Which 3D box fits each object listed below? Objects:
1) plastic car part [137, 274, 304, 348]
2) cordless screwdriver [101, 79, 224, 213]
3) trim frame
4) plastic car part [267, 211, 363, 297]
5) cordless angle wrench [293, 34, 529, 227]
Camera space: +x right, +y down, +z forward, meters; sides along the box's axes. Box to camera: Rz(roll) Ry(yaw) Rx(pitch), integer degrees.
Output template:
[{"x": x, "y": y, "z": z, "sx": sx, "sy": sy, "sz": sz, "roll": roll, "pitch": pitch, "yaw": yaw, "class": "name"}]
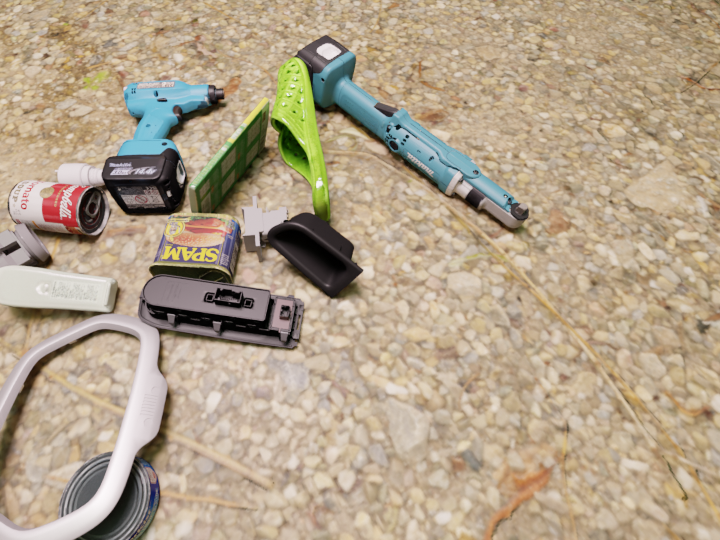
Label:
[{"x": -0.172, "y": 0.043, "z": 0.503, "sx": 0.204, "sy": 0.065, "sz": 0.067, "roll": 6, "pitch": 65, "yaw": 3, "class": "plastic car part"}, {"x": -0.293, "y": -0.205, "z": 0.649, "sx": 0.158, "sy": 0.072, "sz": 0.258, "roll": -6, "pitch": 56, "yaw": -4, "class": "cordless screwdriver"}, {"x": -0.299, "y": 0.149, "z": 0.441, "sx": 0.184, "sy": 0.026, "sz": 0.258, "roll": -8, "pitch": 46, "yaw": -1, "class": "trim frame"}, {"x": -0.053, "y": -0.034, "z": 0.537, "sx": 0.115, "sy": 0.067, "sz": 0.071, "roll": 41, "pitch": 36, "yaw": -6, "class": "plastic car part"}, {"x": 0.067, "y": -0.205, "z": 0.640, "sx": 0.073, "sy": 0.096, "sz": 0.437, "roll": -40, "pitch": 71, "yaw": -22, "class": "cordless angle wrench"}]
